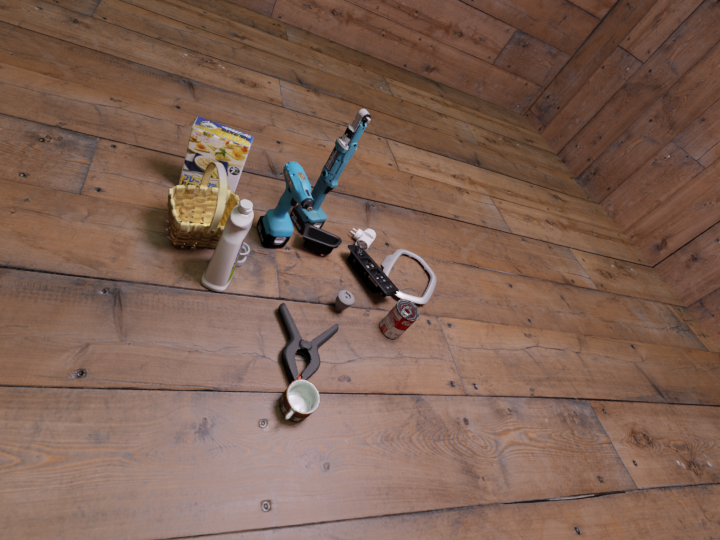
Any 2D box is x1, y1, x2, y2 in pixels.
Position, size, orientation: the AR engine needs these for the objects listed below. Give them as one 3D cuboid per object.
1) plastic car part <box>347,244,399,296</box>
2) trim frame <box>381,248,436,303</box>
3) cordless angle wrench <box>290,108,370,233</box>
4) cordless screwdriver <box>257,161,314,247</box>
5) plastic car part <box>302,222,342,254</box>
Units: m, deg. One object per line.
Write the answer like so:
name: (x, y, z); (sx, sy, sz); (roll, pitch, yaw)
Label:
plastic car part: (0.026, 0.005, 1.260); (0.064, 0.067, 0.211); (-13, 57, -40)
trim frame: (0.154, 0.015, 1.357); (0.186, 0.027, 0.247); (34, 41, 3)
cordless angle wrench: (-0.083, -0.275, 1.203); (0.071, 0.423, 0.102); (-10, 58, -40)
cordless screwdriver: (-0.199, -0.153, 1.145); (0.071, 0.249, 0.166); (0, 51, -34)
plastic car part: (-0.123, -0.080, 1.254); (0.114, 0.071, 0.067); (24, 42, -10)
